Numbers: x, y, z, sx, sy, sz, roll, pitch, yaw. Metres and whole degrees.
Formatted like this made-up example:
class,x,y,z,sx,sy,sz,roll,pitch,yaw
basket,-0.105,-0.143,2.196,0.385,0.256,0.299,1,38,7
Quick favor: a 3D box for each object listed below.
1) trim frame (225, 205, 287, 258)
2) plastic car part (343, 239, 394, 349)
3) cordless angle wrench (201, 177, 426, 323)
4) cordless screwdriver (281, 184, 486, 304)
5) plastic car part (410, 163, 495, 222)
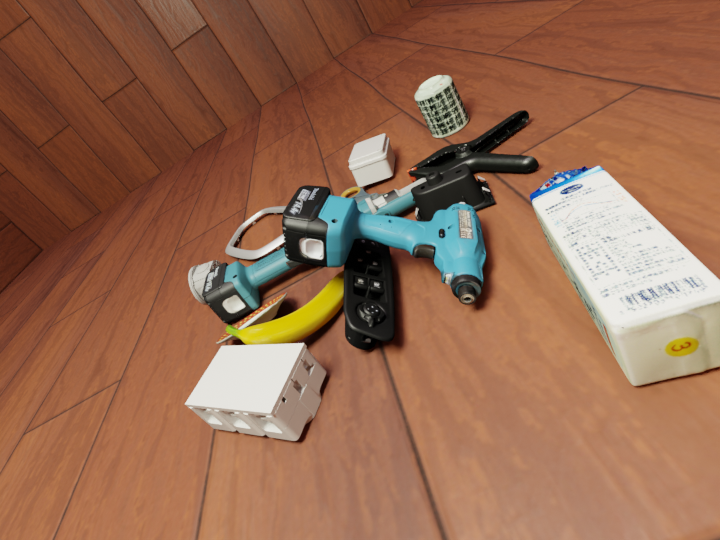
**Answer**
class,x,y,z,sx,sy,sz,roll,pitch,yaw
trim frame,-0.211,-0.091,0.950,0.261,0.026,0.183,8,52,50
plastic car part,0.003,0.026,0.554,0.209,0.065,0.066,-93,25,-57
cordless angle wrench,-0.070,-0.046,0.720,0.426,0.071,0.102,-27,31,8
cordless screwdriver,0.025,-0.033,0.527,0.253,0.072,0.162,6,41,8
plastic car part,0.126,-0.117,0.626,0.119,0.068,0.067,-19,32,20
